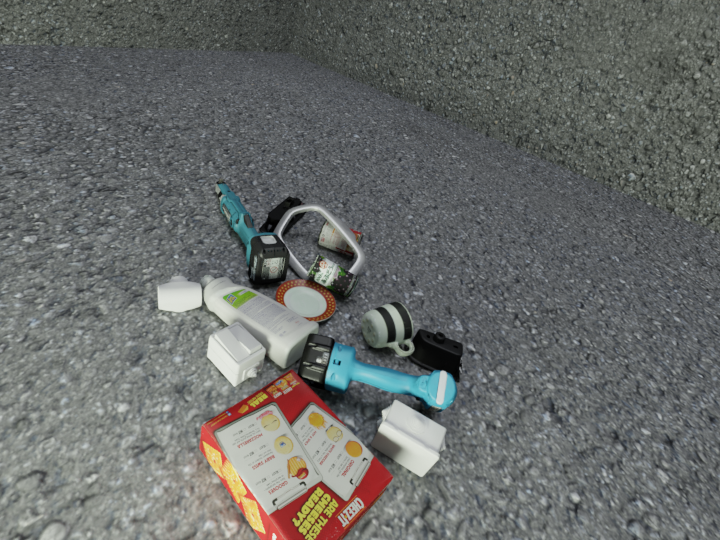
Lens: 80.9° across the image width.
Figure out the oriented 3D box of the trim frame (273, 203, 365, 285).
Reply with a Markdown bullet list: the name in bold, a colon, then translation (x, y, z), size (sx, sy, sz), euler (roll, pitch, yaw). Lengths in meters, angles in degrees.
- **trim frame**: translation (-0.100, -0.065, 1.019), size (0.181, 0.027, 0.259), euler (-33, 63, -20)

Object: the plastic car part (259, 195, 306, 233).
- **plastic car part**: translation (-0.203, -0.154, 1.143), size (0.067, 0.066, 0.203), euler (27, 38, 2)

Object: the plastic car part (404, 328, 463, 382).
- **plastic car part**: translation (0.151, 0.154, 0.828), size (0.118, 0.070, 0.066), euler (23, 33, 5)

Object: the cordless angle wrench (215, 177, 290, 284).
- **cordless angle wrench**: translation (-0.293, -0.121, 1.044), size (0.071, 0.096, 0.447), euler (-6, 36, -31)

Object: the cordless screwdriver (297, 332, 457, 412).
- **cordless screwdriver**: translation (0.025, 0.182, 0.707), size (0.255, 0.154, 0.075), euler (12, 66, 12)
